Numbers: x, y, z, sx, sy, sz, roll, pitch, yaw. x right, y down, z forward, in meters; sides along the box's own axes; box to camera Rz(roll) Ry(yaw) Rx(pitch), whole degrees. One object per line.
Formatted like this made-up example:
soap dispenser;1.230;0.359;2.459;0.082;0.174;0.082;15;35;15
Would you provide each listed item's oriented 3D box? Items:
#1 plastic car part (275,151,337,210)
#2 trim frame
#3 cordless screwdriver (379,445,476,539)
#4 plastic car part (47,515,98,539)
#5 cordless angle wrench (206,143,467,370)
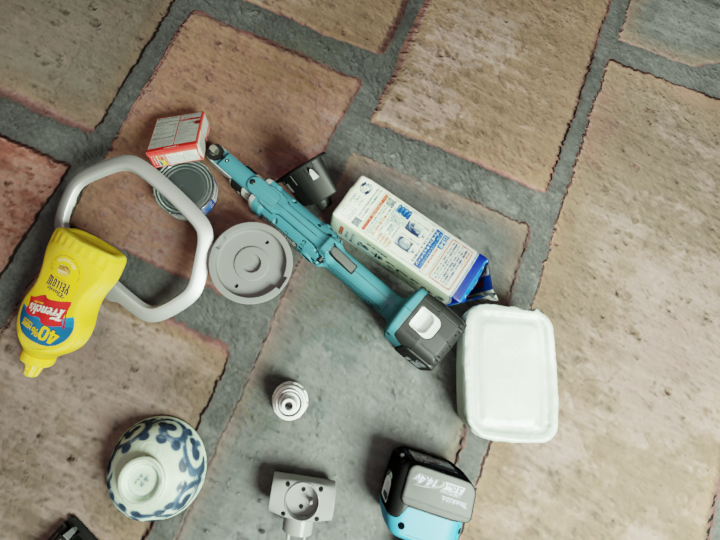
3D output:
plastic car part;-0.067;-0.117;0.584;0.065;0.121;0.069;-36;108;-11
trim frame;-0.309;-0.045;0.574;0.251;0.027;0.184;41;92;6
cordless screwdriver;0.039;0.345;0.495;0.159;0.074;0.250;12;81;0
plastic car part;-0.292;0.384;0.480;0.205;0.067;0.066;41;71;4
cordless angle wrench;-0.056;-0.037;0.577;0.432;0.096;0.074;40;78;11
